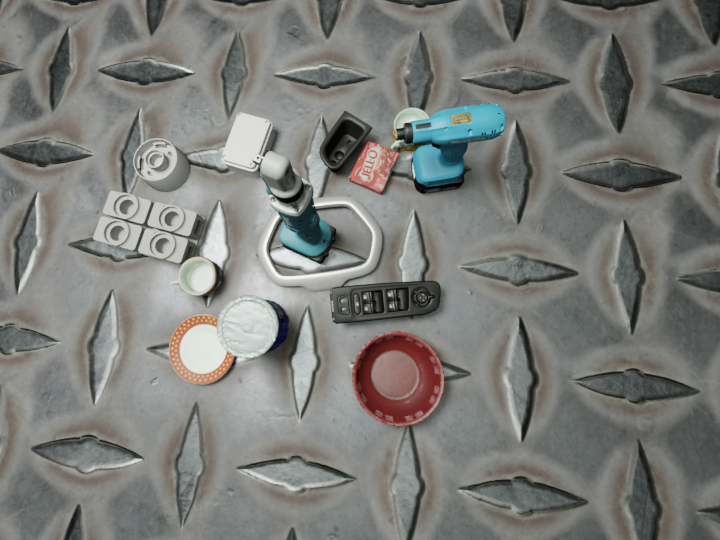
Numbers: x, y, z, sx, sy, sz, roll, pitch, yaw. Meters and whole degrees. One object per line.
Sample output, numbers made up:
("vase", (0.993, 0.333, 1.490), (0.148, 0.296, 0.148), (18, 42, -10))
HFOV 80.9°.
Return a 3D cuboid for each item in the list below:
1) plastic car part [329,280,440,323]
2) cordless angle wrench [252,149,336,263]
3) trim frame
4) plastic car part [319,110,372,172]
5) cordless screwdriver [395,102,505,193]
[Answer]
("plastic car part", (0.046, 0.057, 0.786), (0.204, 0.066, 0.067), (-6, 81, 2))
("cordless angle wrench", (-0.094, -0.085, 0.643), (0.099, 0.418, 0.074), (25, 83, 2))
("trim frame", (-0.082, -0.053, 0.834), (0.249, 0.027, 0.187), (-9, 79, 2))
("plastic car part", (-0.037, -0.245, 0.845), (0.067, 0.070, 0.116), (34, 83, 6))
("cordless screwdriver", (0.130, -0.205, 0.738), (0.159, 0.246, 0.075), (-7, 83, -1))
